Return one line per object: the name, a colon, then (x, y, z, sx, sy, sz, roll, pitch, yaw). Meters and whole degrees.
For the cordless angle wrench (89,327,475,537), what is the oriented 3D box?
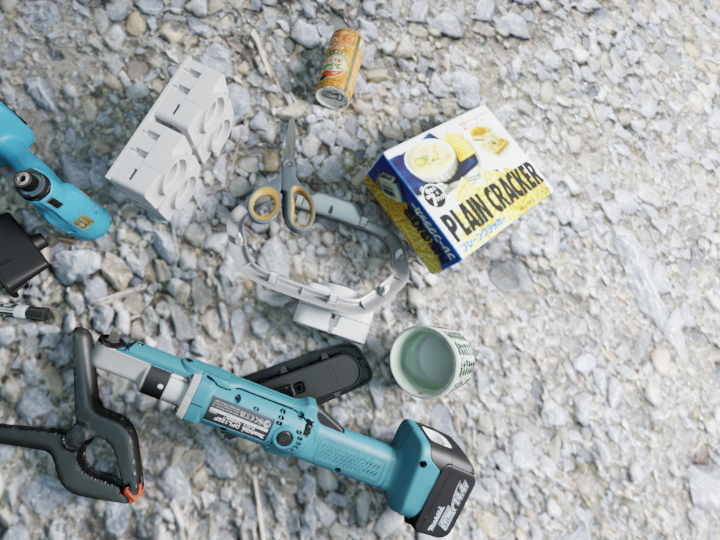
cordless angle wrench: (-0.081, 0.165, 0.456, 0.415, 0.076, 0.098, 25, 93, -10)

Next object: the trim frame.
trim frame: (-0.054, -0.035, 0.552, 0.250, 0.027, 0.186, 17, 47, 2)

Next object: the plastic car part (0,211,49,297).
plastic car part: (-0.445, -0.027, 0.543, 0.117, 0.066, 0.070, 46, 63, 2)

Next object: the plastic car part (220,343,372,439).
plastic car part: (-0.082, 0.143, 0.523, 0.200, 0.066, 0.068, -18, 74, -11)

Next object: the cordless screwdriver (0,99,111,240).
cordless screwdriver: (-0.427, -0.143, 0.517, 0.253, 0.158, 0.074, 41, 76, 6)
